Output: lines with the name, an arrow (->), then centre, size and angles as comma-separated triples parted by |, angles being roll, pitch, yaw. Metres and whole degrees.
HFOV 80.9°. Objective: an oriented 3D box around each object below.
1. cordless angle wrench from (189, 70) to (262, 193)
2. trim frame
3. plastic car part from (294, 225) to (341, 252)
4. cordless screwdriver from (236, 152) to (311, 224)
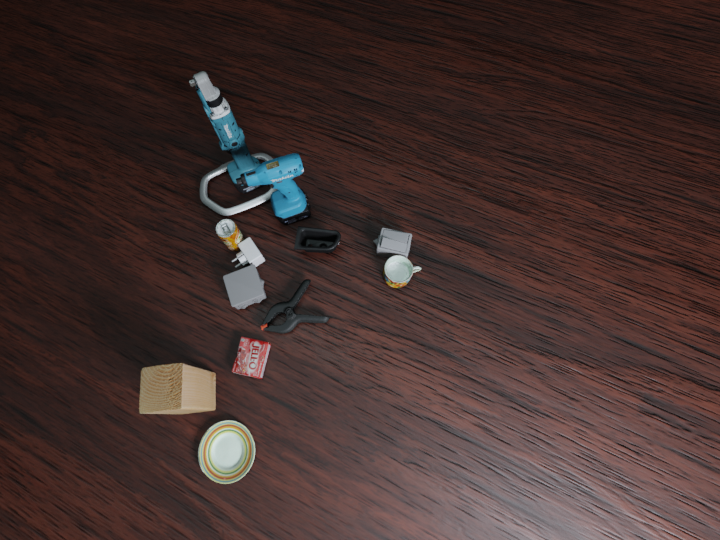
cordless angle wrench -> -0.324, -0.333, 1.053 | 0.097, 0.412, 0.077 | -24, 73, -7
trim frame -> -0.348, -0.255, 1.232 | 0.247, 0.027, 0.190 | -26, 69, -4
plastic car part -> -0.109, -0.071, 1.113 | 0.118, 0.069, 0.067 | 6, 70, 7
cordless screwdriver -> -0.213, -0.198, 1.080 | 0.159, 0.242, 0.076 | -17, 72, -4
